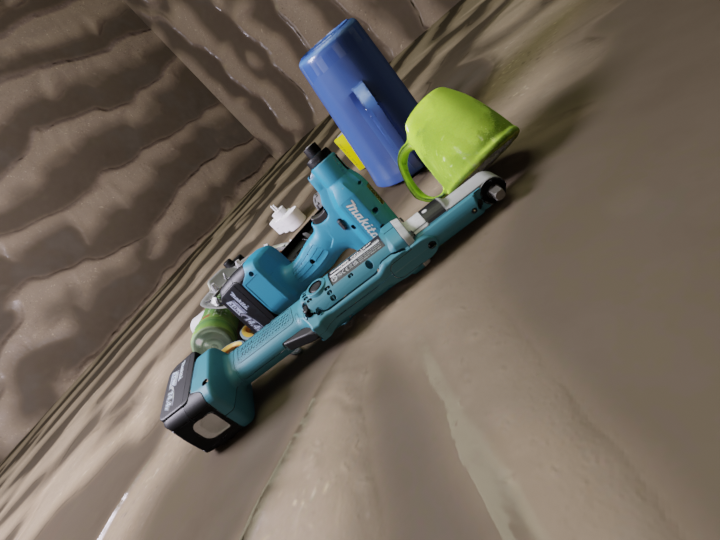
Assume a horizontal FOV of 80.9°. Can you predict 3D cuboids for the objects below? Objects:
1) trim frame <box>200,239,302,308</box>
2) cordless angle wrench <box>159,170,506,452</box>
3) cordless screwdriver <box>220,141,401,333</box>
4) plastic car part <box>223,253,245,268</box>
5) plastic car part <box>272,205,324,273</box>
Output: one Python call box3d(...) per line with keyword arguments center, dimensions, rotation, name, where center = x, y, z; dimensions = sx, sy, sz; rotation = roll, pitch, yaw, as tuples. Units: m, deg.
box3d(center=(-0.187, -0.001, 0.763), dimensions=(0.189, 0.027, 0.250), rotation=(-13, 26, 20), name="trim frame")
box3d(center=(-0.033, 0.036, 0.450), dimensions=(0.425, 0.071, 0.102), rotation=(-37, 29, 10), name="cordless angle wrench")
box3d(center=(-0.084, -0.034, 0.543), dimensions=(0.252, 0.157, 0.074), rotation=(-36, 10, 24), name="cordless screwdriver")
box3d(center=(-0.281, 0.007, 0.956), dimensions=(0.067, 0.068, 0.119), rotation=(-35, 25, 24), name="plastic car part")
box3d(center=(-0.065, -0.042, 0.663), dimensions=(0.070, 0.063, 0.202), rotation=(-1, 46, 50), name="plastic car part")
